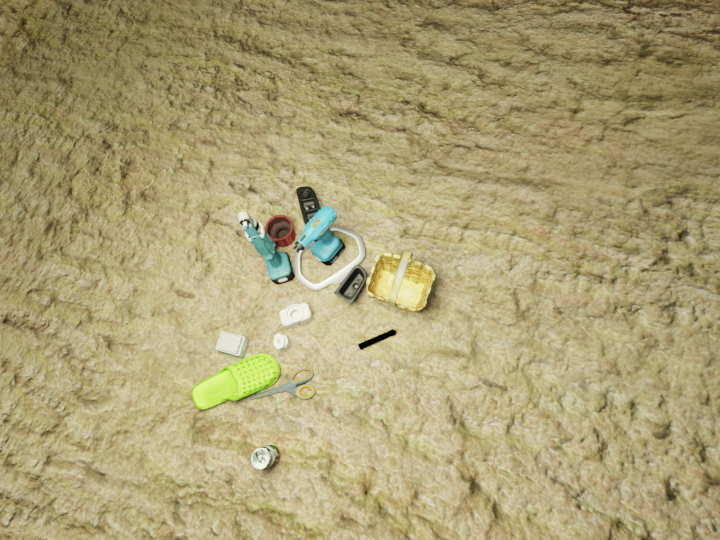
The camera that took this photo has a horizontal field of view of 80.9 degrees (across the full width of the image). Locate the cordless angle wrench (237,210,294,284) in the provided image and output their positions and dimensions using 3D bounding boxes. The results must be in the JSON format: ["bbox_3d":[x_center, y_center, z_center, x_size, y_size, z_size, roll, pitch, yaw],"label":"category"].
[{"bbox_3d":[-0.272,-0.067,1.210,0.074,0.410,0.101,-17,70,-2],"label":"cordless angle wrench"}]

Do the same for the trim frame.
[{"bbox_3d":[-0.104,-0.042,1.381,0.247,0.026,0.191,-35,68,-6],"label":"trim frame"}]

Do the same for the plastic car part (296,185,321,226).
[{"bbox_3d":[-0.166,-0.198,1.432,0.066,0.065,0.210,-19,67,-1],"label":"plastic car part"}]

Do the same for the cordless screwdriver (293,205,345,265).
[{"bbox_3d":[-0.126,-0.082,1.285,0.077,0.241,0.158,37,77,15],"label":"cordless screwdriver"}]

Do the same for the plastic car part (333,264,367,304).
[{"bbox_3d":[-0.020,0.048,1.310,0.068,0.069,0.116,31,76,16],"label":"plastic car part"}]
